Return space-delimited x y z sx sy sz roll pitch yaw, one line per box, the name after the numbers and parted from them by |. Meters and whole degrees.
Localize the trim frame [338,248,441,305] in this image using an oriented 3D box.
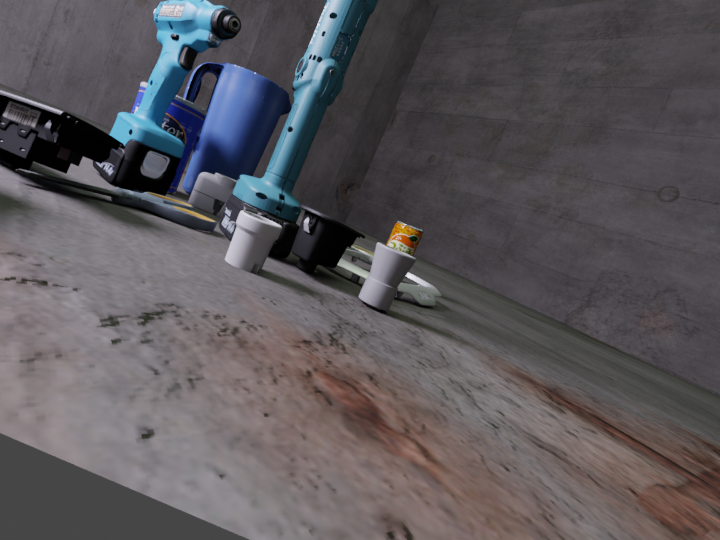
0.030 0.005 0.661 0.194 0.027 0.236 27 8 33 | trim frame

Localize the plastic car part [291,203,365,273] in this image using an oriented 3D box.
-0.048 -0.031 0.490 0.068 0.071 0.113 25 6 15 | plastic car part

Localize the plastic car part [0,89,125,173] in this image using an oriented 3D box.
-0.315 -0.131 0.385 0.210 0.067 0.064 25 6 19 | plastic car part

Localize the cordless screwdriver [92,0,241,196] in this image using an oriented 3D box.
-0.238 -0.214 0.528 0.168 0.248 0.070 28 7 37 | cordless screwdriver

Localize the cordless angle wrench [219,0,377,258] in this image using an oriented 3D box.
-0.049 -0.225 0.496 0.071 0.422 0.103 21 6 -32 | cordless angle wrench
